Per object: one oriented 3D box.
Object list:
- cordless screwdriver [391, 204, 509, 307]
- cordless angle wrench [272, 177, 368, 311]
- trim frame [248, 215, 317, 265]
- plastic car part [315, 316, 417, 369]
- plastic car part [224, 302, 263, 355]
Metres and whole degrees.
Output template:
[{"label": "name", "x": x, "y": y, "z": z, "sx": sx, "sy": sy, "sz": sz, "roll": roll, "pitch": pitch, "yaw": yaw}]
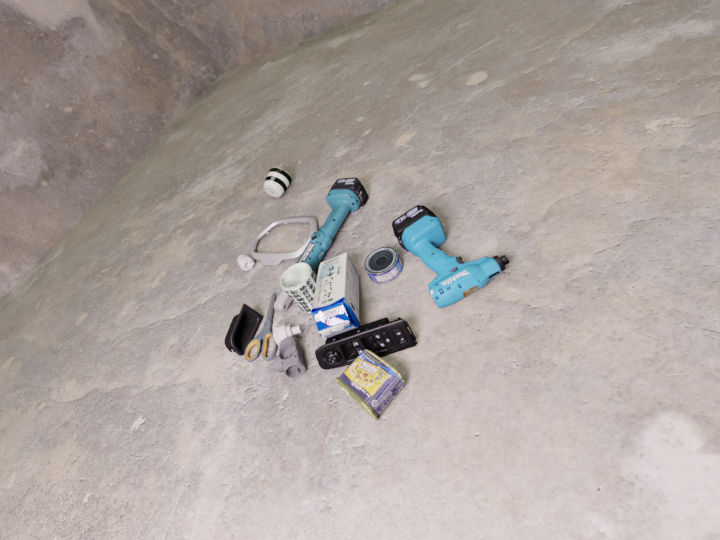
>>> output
[{"label": "cordless screwdriver", "x": 0.178, "y": -0.047, "z": 0.888, "sx": 0.160, "sy": 0.070, "sz": 0.261, "roll": -31, "pitch": 43, "yaw": 5}, {"label": "cordless angle wrench", "x": -0.109, "y": -0.071, "z": 1.117, "sx": 0.103, "sy": 0.070, "sz": 0.424, "roll": 5, "pitch": 56, "yaw": 39}, {"label": "trim frame", "x": -0.229, "y": -0.091, "z": 1.251, "sx": 0.260, "sy": 0.026, "sz": 0.185, "roll": 1, "pitch": 50, "yaw": 33}, {"label": "plastic car part", "x": 0.002, "y": 0.137, "z": 0.835, "sx": 0.206, "sy": 0.063, "sz": 0.069, "roll": -23, "pitch": 30, "yaw": 14}, {"label": "plastic car part", "x": -0.301, "y": 0.151, "z": 1.043, "sx": 0.073, "sy": 0.063, "sz": 0.118, "roll": -17, "pitch": 43, "yaw": 43}]
